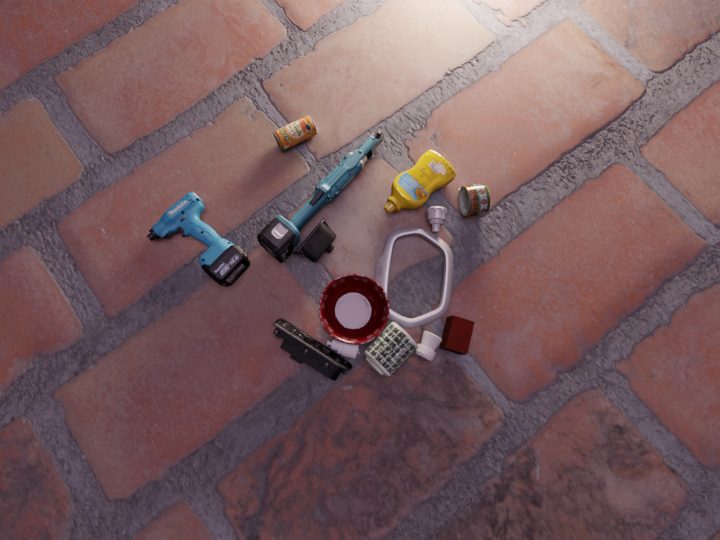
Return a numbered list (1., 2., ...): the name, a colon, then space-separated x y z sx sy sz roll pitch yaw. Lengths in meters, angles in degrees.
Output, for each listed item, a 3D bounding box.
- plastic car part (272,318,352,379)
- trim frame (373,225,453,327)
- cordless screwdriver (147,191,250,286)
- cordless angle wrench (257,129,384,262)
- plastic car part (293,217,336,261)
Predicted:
1. plastic car part: -0.116 0.186 0.960 0.206 0.065 0.067 27 88 8
2. trim frame: 0.127 0.013 1.013 0.185 0.027 0.251 7 78 3
3. cordless screwdriver: -0.397 -0.062 1.031 0.158 0.072 0.256 -43 75 -8
4. cordless angle wrench: -0.081 -0.200 1.049 0.076 0.097 0.421 40 76 7
5. plastic car part: -0.101 -0.066 1.029 0.070 0.067 0.116 43 77 -7
